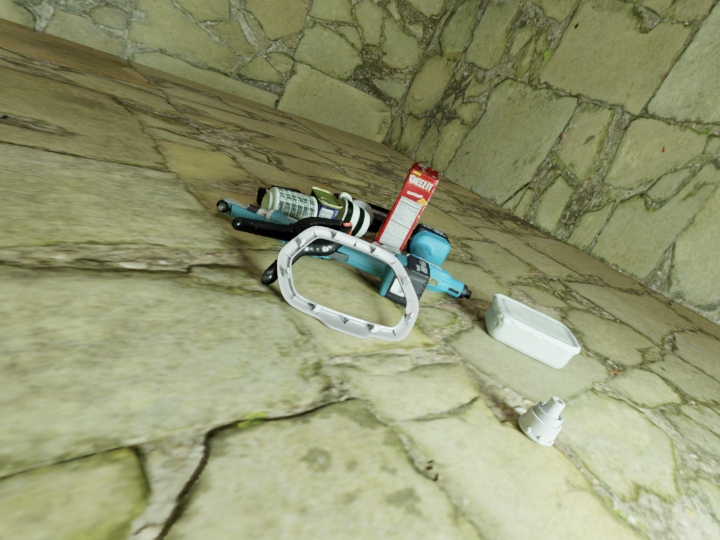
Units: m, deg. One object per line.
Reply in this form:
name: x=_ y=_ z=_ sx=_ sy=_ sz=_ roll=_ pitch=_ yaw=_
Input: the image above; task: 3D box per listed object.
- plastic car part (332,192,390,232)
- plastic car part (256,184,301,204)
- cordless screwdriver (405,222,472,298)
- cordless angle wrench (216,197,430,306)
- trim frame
plastic car part: x=0.007 y=-0.144 z=1.134 sx=0.199 sy=0.066 sz=0.068 roll=21 pitch=47 yaw=-9
plastic car part: x=-0.197 y=-0.168 z=0.984 sx=0.074 sy=0.065 sz=0.112 roll=18 pitch=14 yaw=25
cordless screwdriver: x=0.178 y=-0.021 z=0.997 sx=0.160 sy=0.074 sz=0.249 roll=25 pitch=25 yaw=1
cordless angle wrench: x=-0.079 y=-0.052 z=0.812 sx=0.426 sy=0.074 sz=0.098 roll=23 pitch=22 yaw=4
trim frame: x=-0.014 y=0.019 z=0.673 sx=0.242 sy=0.028 sz=0.188 roll=21 pitch=53 yaw=-14
